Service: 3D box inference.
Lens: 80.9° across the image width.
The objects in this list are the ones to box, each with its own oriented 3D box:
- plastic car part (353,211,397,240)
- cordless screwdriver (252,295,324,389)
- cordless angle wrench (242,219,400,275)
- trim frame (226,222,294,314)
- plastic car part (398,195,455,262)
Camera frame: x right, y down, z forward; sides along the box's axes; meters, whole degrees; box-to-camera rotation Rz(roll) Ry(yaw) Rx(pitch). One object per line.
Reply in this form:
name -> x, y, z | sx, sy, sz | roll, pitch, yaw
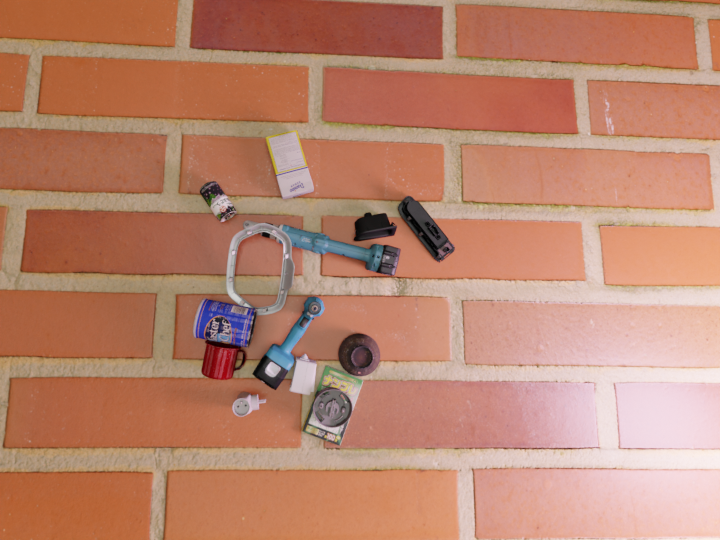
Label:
plastic car part -> 0.034, -0.126, 1.163 | 0.116, 0.064, 0.073 | -7, 70, -2
cordless screwdriver -> -0.171, 0.174, 1.060 | 0.074, 0.160, 0.248 | 34, 84, -4
cordless angle wrench -> -0.111, -0.072, 1.131 | 0.425, 0.097, 0.074 | 14, 87, 2
trim frame -> -0.264, -0.001, 1.113 | 0.186, 0.027, 0.247 | 9, 96, 6
plastic car part -> 0.181, -0.119, 1.167 | 0.066, 0.066, 0.205 | -38, 84, -1
